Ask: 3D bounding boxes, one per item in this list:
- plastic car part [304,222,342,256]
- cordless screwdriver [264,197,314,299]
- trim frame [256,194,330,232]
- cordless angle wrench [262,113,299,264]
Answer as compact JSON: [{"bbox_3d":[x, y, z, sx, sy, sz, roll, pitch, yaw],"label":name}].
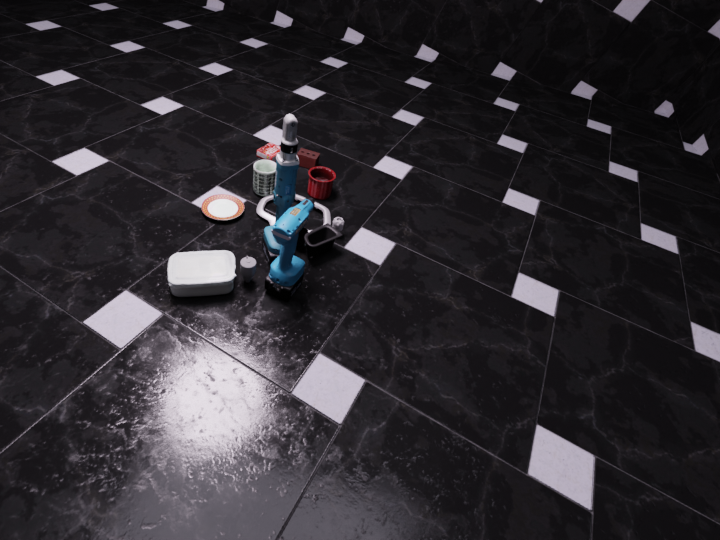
[{"bbox_3d":[-0.119,-0.078,1.215,0.113,0.069,0.069,-30,58,-36],"label":"plastic car part"},{"bbox_3d":[-0.169,-0.057,1.055,0.076,0.244,0.159,23,43,8],"label":"cordless screwdriver"},{"bbox_3d":[-0.209,-0.179,1.336,0.256,0.027,0.183,24,44,14],"label":"trim frame"},{"bbox_3d":[-0.193,-0.190,1.067,0.072,0.414,0.103,-9,48,-24],"label":"cordless angle wrench"}]
